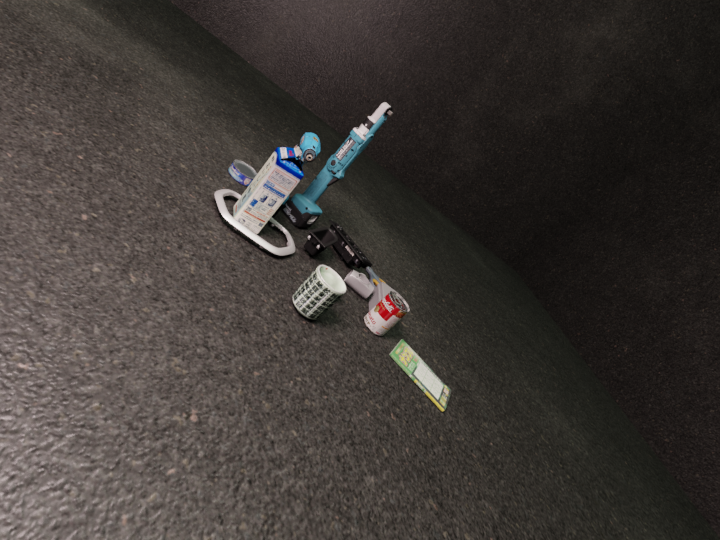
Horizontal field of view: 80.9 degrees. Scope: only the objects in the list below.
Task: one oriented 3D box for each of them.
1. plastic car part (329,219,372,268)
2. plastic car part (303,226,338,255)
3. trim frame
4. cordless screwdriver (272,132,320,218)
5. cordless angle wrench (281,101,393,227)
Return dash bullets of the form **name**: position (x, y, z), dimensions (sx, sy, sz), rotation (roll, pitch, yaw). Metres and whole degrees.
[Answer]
- **plastic car part**: position (-0.045, -0.074, 1.287), dimensions (0.063, 0.067, 0.213), rotation (15, 34, -49)
- **plastic car part**: position (-0.114, -0.075, 1.169), dimensions (0.067, 0.071, 0.113), rotation (46, 22, 8)
- **trim frame**: position (-0.264, -0.120, 1.066), dimensions (0.241, 0.028, 0.189), rotation (34, 23, -17)
- **cordless screwdriver**: position (-0.193, -0.247, 1.123), dimensions (0.072, 0.250, 0.164), rotation (34, 24, -22)
- **cordless angle wrench**: position (-0.064, -0.298, 1.197), dimensions (0.101, 0.426, 0.071), rotation (52, 24, 19)
